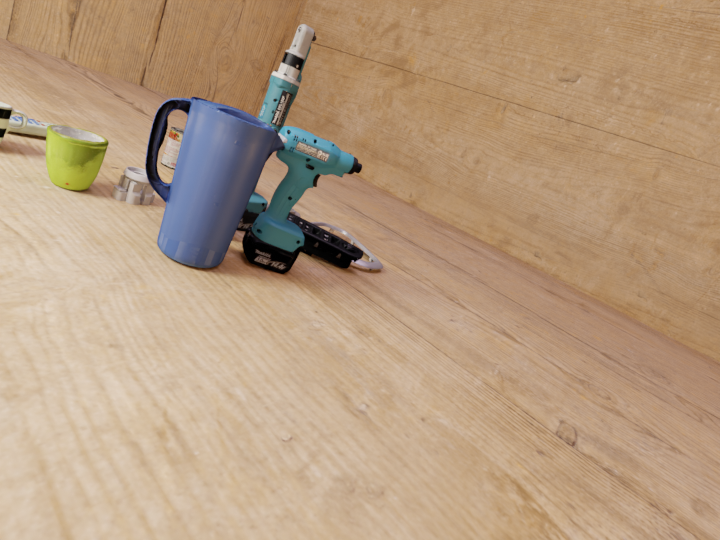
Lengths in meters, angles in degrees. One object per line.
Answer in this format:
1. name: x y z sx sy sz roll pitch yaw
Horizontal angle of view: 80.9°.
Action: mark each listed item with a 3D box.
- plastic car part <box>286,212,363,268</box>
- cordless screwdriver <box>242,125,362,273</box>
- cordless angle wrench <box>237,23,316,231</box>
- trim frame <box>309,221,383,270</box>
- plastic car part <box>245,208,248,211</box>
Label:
1. plastic car part: -0.090 -0.059 0.922 0.201 0.067 0.067 22 16 -6
2. cordless screwdriver: -0.108 -0.117 0.759 0.152 0.247 0.078 17 18 -26
3. cordless angle wrench: -0.189 -0.284 0.862 0.093 0.421 0.079 8 23 -47
4. trim frame: -0.044 -0.066 1.074 0.175 0.027 0.263 10 21 -37
5. plastic car part: -0.278 -0.111 0.824 0.123 0.070 0.063 35 19 32
